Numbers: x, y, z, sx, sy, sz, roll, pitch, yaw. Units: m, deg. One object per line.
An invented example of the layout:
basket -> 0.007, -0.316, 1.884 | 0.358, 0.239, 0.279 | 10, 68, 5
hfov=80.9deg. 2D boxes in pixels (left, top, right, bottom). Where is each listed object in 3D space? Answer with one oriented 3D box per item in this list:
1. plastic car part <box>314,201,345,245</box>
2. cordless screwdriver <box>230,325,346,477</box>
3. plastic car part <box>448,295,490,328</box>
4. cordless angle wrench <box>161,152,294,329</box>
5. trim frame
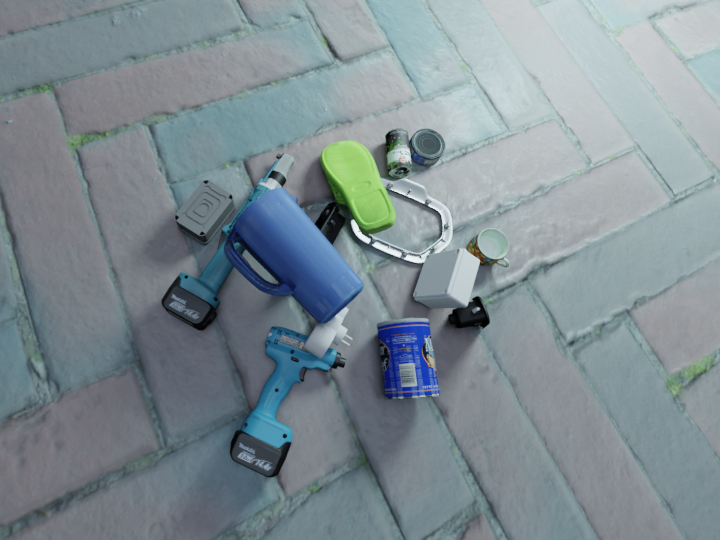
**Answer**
plastic car part -> -0.087, -0.057, 0.889 | 0.065, 0.068, 0.204 | 29, 71, -15
cordless screwdriver -> -0.131, 0.240, 0.776 | 0.159, 0.074, 0.251 | 18, 66, -2
plastic car part -> 0.214, 0.091, 0.854 | 0.072, 0.112, 0.067 | -18, 76, 9
cordless angle wrench -> -0.247, -0.082, 0.876 | 0.098, 0.074, 0.424 | 27, 68, 0
trim frame -> 0.090, -0.121, 0.951 | 0.250, 0.027, 0.185 | 22, 69, 3
